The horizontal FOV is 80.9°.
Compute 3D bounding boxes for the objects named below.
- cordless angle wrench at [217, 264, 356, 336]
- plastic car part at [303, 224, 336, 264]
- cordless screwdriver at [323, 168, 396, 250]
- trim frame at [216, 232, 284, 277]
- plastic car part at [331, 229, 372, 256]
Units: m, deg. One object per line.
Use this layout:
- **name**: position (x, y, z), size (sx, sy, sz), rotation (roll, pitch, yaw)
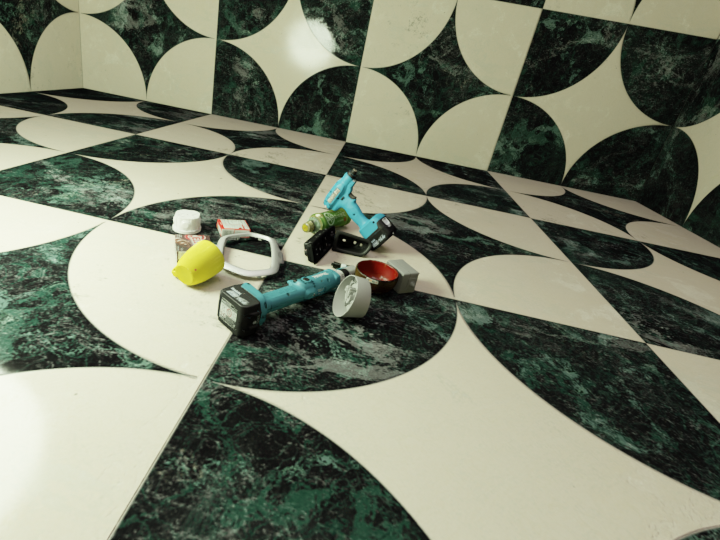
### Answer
- **cordless angle wrench**: position (-0.135, 0.043, 0.993), size (0.103, 0.073, 0.407), rotation (29, 29, 31)
- **plastic car part**: position (-0.123, -0.081, 1.261), size (0.069, 0.065, 0.200), rotation (-6, 20, 24)
- **cordless screwdriver**: position (0.009, -0.195, 1.347), size (0.253, 0.160, 0.073), rotation (45, 34, 8)
- **trim frame**: position (-0.299, -0.046, 1.149), size (0.180, 0.027, 0.258), rotation (3, 27, -13)
- **plastic car part**: position (-0.025, -0.083, 1.306), size (0.117, 0.065, 0.071), rotation (15, 11, -1)
